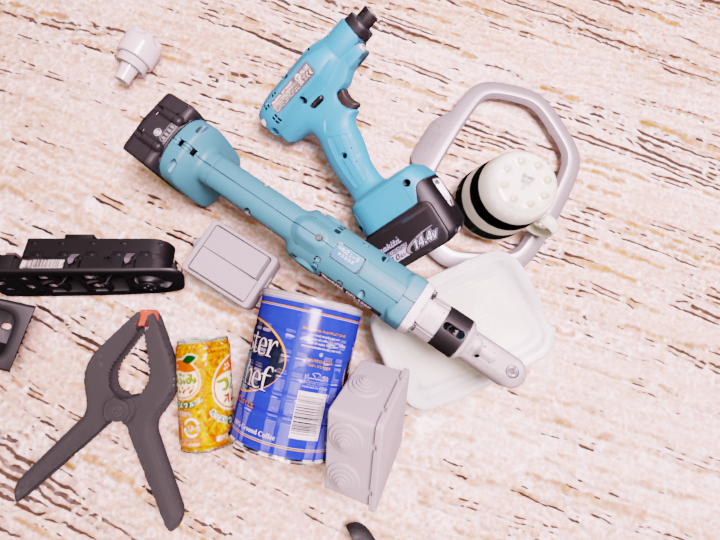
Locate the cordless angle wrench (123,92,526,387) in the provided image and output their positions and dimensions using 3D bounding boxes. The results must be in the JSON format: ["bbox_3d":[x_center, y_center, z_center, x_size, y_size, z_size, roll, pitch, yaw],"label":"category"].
[{"bbox_3d":[-0.039,-0.026,0.404,0.434,0.095,0.074,34,82,13],"label":"cordless angle wrench"}]

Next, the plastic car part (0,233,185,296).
[{"bbox_3d":[-0.283,-0.005,0.447,0.203,0.064,0.069,3,56,-1],"label":"plastic car part"}]

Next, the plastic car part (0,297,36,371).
[{"bbox_3d":[-0.392,0.051,0.423,0.113,0.073,0.066,19,80,-18],"label":"plastic car part"}]

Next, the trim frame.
[{"bbox_3d":[0.153,-0.112,0.499,0.185,0.027,0.248,31,82,2],"label":"trim frame"}]

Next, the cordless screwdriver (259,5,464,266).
[{"bbox_3d":[0.015,-0.131,0.439,0.161,0.072,0.252,-40,83,27],"label":"cordless screwdriver"}]
